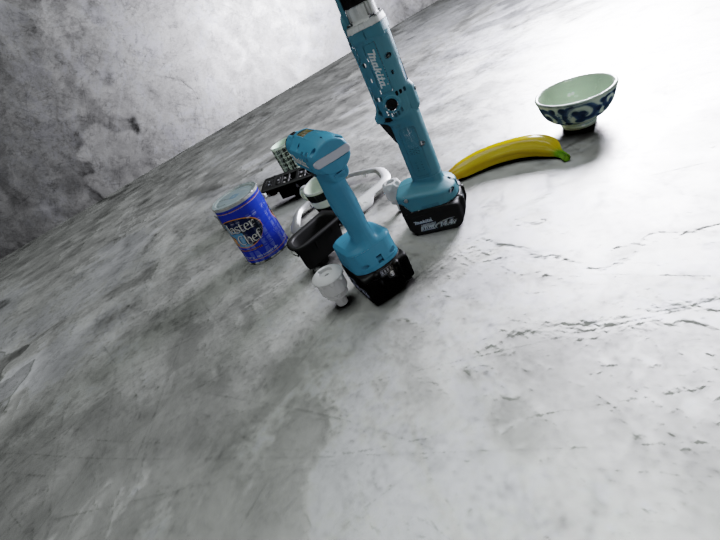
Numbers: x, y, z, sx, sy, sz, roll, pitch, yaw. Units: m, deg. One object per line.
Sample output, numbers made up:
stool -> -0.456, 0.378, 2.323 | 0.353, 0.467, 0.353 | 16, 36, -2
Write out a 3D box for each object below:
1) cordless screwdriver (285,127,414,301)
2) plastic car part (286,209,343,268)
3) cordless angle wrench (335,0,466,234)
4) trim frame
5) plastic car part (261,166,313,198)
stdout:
cordless screwdriver -> -0.026, -0.085, 0.594 | 0.074, 0.238, 0.167 | -33, 29, -10
plastic car part -> -0.073, -0.048, 0.743 | 0.069, 0.068, 0.115 | 8, 47, 47
cordless angle wrench -> 0.047, -0.242, 0.600 | 0.101, 0.405, 0.075 | -12, 32, 27
trim frame -> -0.046, -0.150, 0.908 | 0.246, 0.026, 0.194 | -37, 32, -13
plastic car part -> -0.148, -0.225, 1.063 | 0.207, 0.064, 0.068 | -18, 31, 18
